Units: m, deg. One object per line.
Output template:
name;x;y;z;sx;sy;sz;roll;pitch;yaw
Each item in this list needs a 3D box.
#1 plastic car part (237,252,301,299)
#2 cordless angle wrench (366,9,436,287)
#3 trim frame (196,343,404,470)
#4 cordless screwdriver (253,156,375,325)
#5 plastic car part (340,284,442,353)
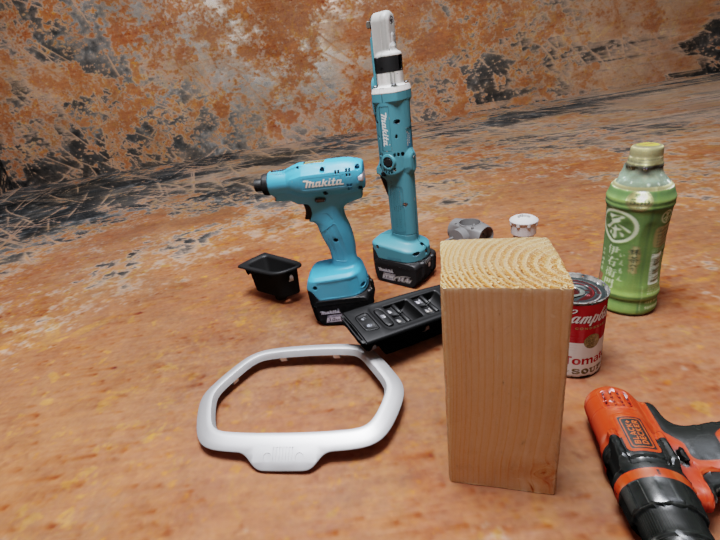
plastic car part;-0.151;0.016;0.745;0.123;0.069;0.064;15;34;41
cordless angle wrench;0.057;-0.177;0.675;0.103;0.411;0.072;12;30;38
trim frame;-0.074;0.150;0.501;0.252;0.027;0.187;-5;27;9
cordless screwdriver;-0.062;-0.040;0.633;0.162;0.242;0.075;-3;24;11
plastic car part;0.079;0.067;0.571;0.198;0.065;0.070;-19;27;-19
